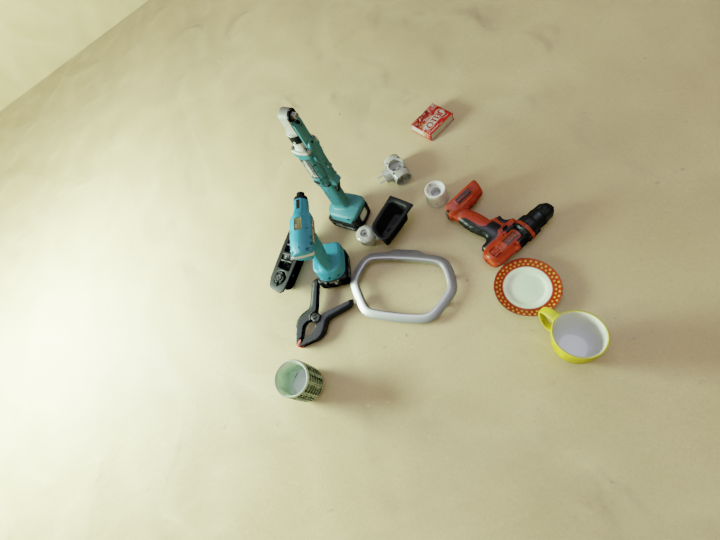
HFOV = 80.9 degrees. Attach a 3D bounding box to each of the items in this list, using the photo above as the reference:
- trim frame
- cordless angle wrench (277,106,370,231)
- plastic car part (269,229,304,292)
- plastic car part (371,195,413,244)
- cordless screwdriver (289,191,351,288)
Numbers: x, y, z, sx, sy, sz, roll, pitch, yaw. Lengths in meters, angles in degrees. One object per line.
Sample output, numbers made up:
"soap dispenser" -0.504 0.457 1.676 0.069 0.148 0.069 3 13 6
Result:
"trim frame" 0.096 0.031 0.984 0.258 0.026 0.187 1 67 23
"cordless angle wrench" -0.083 -0.220 0.957 0.103 0.402 0.074 19 74 26
"plastic car part" -0.177 -0.034 1.108 0.069 0.064 0.204 14 72 26
"plastic car part" 0.076 -0.113 1.037 0.069 0.067 0.116 27 78 29
"cordless screwdriver" -0.096 -0.063 0.985 0.076 0.236 0.164 -14 63 14
